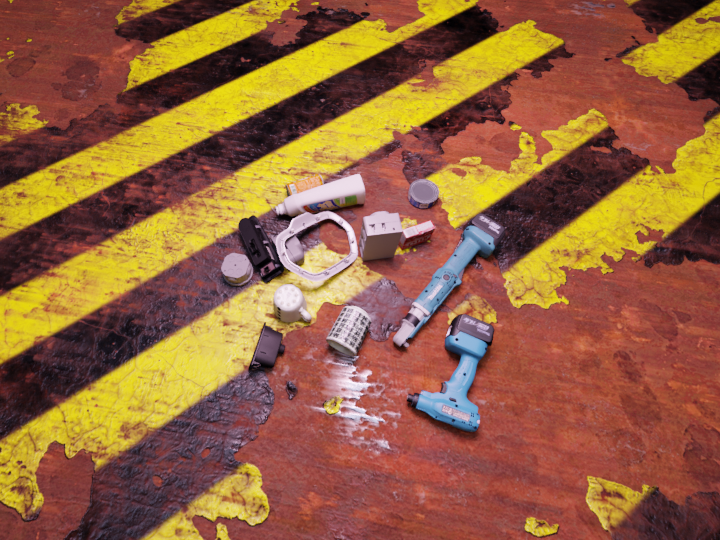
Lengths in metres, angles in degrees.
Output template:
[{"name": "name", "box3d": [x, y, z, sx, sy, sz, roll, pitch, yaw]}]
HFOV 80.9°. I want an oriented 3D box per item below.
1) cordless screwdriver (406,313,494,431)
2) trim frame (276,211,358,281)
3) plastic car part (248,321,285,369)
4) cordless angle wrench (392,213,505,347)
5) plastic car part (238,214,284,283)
[{"name": "cordless screwdriver", "box3d": [0.213, 0.225, 0.986, 0.162, 0.072, 0.251, 17, 68, 8]}, {"name": "trim frame", "box3d": [-0.110, -0.072, 1.126, 0.243, 0.027, 0.188, -31, 76, -33]}, {"name": "plastic car part", "box3d": [-0.219, 0.187, 1.020, 0.070, 0.066, 0.118, 22, 61, -8]}, {"name": "cordless angle wrench", "box3d": [0.218, 0.028, 1.089, 0.101, 0.072, 0.420, 37, 71, 16]}, {"name": "plastic car part", "box3d": [-0.282, -0.068, 1.142, 0.067, 0.063, 0.212, -37, 61, 14]}]
